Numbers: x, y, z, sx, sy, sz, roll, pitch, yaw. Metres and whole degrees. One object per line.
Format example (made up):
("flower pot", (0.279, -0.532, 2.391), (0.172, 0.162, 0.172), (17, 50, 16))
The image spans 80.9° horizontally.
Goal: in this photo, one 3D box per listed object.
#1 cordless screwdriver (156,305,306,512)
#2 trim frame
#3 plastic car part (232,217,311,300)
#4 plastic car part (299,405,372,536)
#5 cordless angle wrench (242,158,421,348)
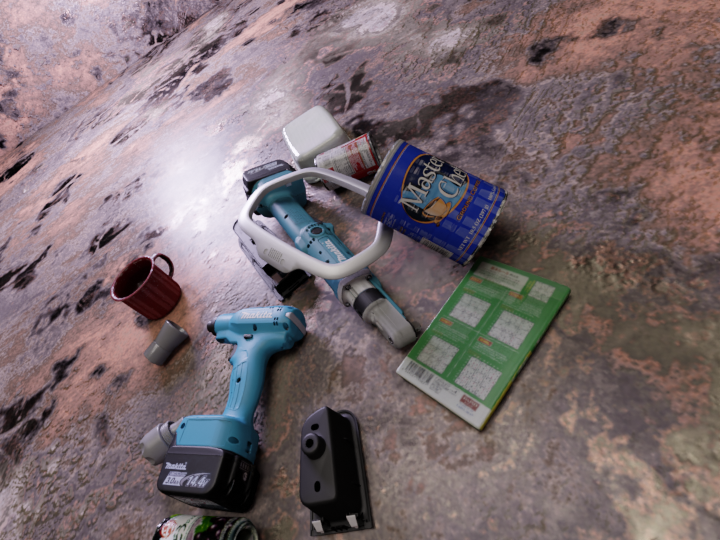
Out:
("cordless screwdriver", (-0.173, 0.156, 0.540), (0.165, 0.070, 0.253), (-7, 48, 26))
("trim frame", (-0.066, -0.074, 0.602), (0.262, 0.026, 0.182), (29, 63, 30))
("plastic car part", (-0.163, -0.035, 0.698), (0.066, 0.063, 0.215), (-46, 43, -1))
("plastic car part", (-0.036, 0.193, 0.428), (0.067, 0.067, 0.121), (-20, 50, 14))
("cordless angle wrench", (-0.062, -0.040, 0.629), (0.096, 0.072, 0.447), (-25, 46, -19))
